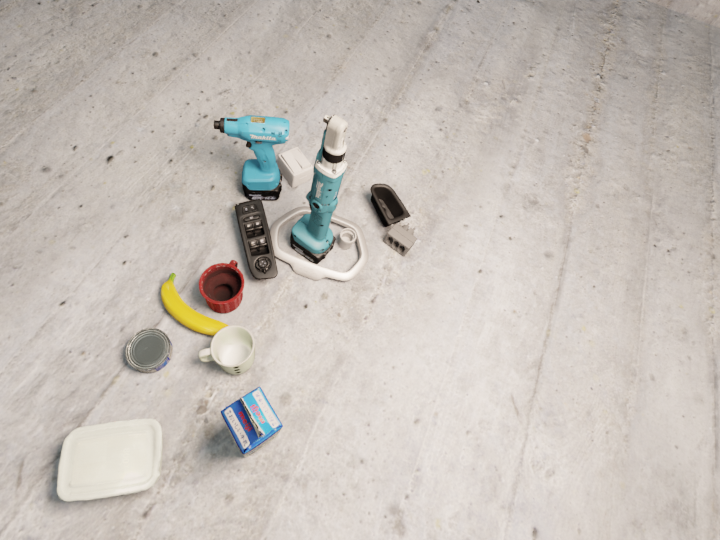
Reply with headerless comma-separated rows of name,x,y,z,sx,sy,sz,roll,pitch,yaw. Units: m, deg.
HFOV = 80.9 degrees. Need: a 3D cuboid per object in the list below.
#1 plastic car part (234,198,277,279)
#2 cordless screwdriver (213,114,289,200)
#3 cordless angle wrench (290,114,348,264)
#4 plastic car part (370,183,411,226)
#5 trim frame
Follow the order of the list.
plastic car part,-0.241,-0.064,0.983,0.065,0.066,0.210,-12,65,-16
cordless screwdriver,-0.252,-0.263,0.986,0.157,0.246,0.076,4,64,-10
cordless angle wrench,-0.076,-0.147,0.850,0.100,0.418,0.074,36,62,6
plastic car part,0.064,-0.159,1.074,0.064,0.070,0.121,-21,68,-20
trim frame,-0.100,-0.066,1.025,0.250,0.027,0.186,19,61,2
